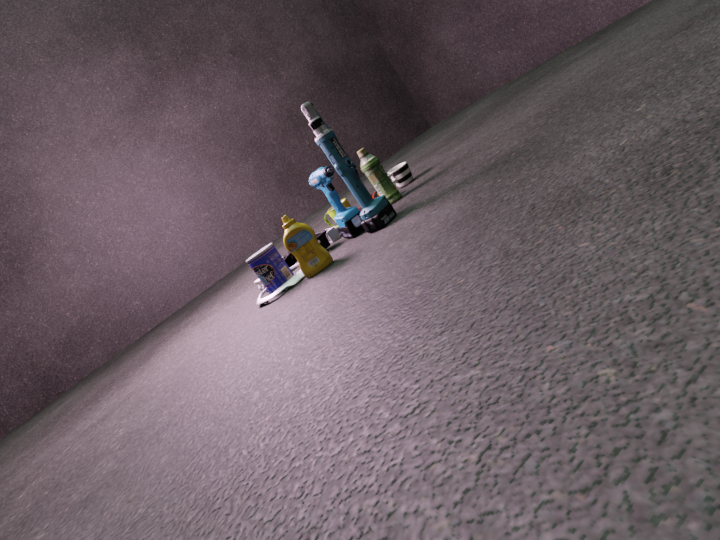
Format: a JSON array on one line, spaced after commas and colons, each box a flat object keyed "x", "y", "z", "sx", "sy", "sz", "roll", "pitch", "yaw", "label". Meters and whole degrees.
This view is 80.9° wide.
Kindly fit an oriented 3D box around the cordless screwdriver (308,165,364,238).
[{"x": -0.067, "y": -0.224, "z": 1.364, "sx": 0.073, "sy": 0.245, "sz": 0.164, "roll": -37, "pitch": 10, "yaw": -19, "label": "cordless screwdriver"}]

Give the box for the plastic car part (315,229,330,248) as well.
[{"x": -0.144, "y": -0.094, "z": 1.473, "sx": 0.065, "sy": 0.070, "sz": 0.120, "roll": -39, "pitch": 13, "yaw": -23, "label": "plastic car part"}]

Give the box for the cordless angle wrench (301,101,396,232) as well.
[{"x": -0.047, "y": -0.307, "z": 1.240, "sx": 0.076, "sy": 0.417, "sz": 0.096, "roll": -25, "pitch": 12, "yaw": 49, "label": "cordless angle wrench"}]

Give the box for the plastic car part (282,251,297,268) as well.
[{"x": -0.255, "y": -0.058, "z": 1.618, "sx": 0.068, "sy": 0.066, "sz": 0.201, "roll": -27, "pitch": 15, "yaw": 34, "label": "plastic car part"}]

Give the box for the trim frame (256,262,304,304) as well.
[{"x": -0.237, "y": 0.032, "z": 1.356, "sx": 0.245, "sy": 0.027, "sz": 0.190, "roll": -43, "pitch": 16, "yaw": -31, "label": "trim frame"}]
